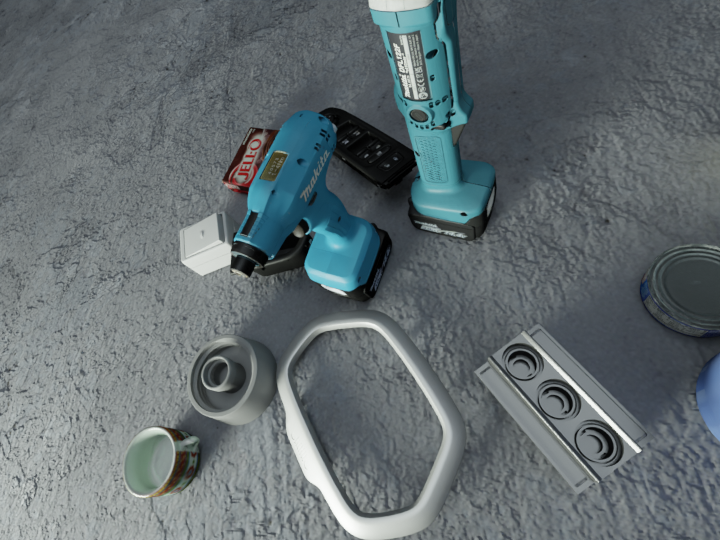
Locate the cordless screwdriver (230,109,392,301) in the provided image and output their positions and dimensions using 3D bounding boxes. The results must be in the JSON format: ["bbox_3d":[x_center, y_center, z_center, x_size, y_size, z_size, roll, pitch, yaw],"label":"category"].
[{"bbox_3d":[-0.044,-0.029,0.454,0.078,0.237,0.160,15,71,24],"label":"cordless screwdriver"}]

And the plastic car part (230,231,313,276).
[{"bbox_3d":[-0.110,-0.023,0.577,0.119,0.067,0.068,-11,62,16],"label":"plastic car part"}]

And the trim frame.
[{"bbox_3d":[-0.001,0.154,0.471,0.184,0.026,0.261,-36,58,1],"label":"trim frame"}]

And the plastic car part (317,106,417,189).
[{"bbox_3d":[-0.002,-0.177,0.613,0.066,0.064,0.214,-43,58,-4],"label":"plastic car part"}]

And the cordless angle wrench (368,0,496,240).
[{"bbox_3d":[0.063,-0.157,0.377,0.102,0.402,0.075,17,72,24],"label":"cordless angle wrench"}]
